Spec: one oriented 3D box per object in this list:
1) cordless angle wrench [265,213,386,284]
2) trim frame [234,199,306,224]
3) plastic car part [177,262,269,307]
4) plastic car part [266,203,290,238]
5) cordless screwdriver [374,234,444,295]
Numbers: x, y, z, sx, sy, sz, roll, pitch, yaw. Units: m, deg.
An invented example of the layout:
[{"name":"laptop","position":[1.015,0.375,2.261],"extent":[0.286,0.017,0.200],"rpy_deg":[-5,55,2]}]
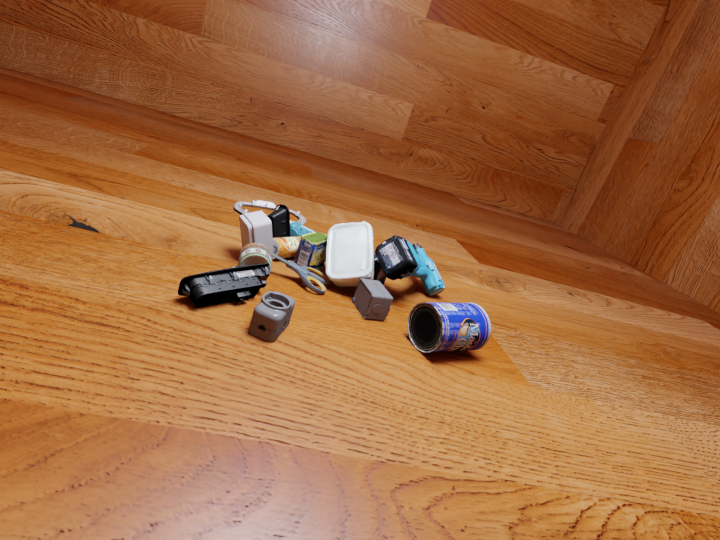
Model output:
[{"name":"cordless angle wrench","position":[-0.117,-0.077,1.197],"extent":[0.444,0.073,0.094],"rpy_deg":[27,22,28]},{"name":"trim frame","position":[-0.295,-0.192,1.401],"extent":[0.239,0.027,0.194],"rpy_deg":[4,24,-27]},{"name":"plastic car part","position":[-0.261,0.034,0.833],"extent":[0.193,0.067,0.070],"rpy_deg":[-5,56,-47]},{"name":"plastic car part","position":[-0.238,-0.123,1.175],"extent":[0.069,0.113,0.069],"rpy_deg":[29,46,26]},{"name":"cordless screwdriver","position":[0.130,-0.031,1.112],"extent":[0.235,0.075,0.166],"rpy_deg":[23,39,-52]}]
